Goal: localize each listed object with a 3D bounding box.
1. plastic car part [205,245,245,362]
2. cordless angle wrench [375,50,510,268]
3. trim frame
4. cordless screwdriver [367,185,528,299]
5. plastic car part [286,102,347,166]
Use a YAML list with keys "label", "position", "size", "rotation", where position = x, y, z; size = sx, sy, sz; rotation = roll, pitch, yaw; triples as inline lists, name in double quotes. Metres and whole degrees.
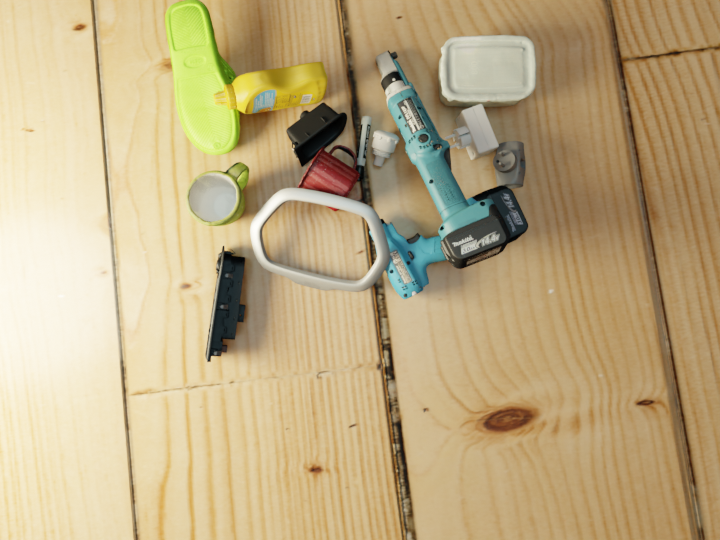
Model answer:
- label: "plastic car part"
  position: [-0.238, 0.056, 0.753]
  size: [0.066, 0.067, 0.203]
  rotation: [3, 86, -10]
- label: "cordless angle wrench"
  position: [0.111, -0.211, 0.719]
  size: [0.099, 0.071, 0.436]
  rotation: [-24, 70, 7]
- label: "trim frame"
  position: [-0.072, -0.047, 0.735]
  size: [0.250, 0.028, 0.181]
  rotation: [13, 112, 3]
- label: "cordless screwdriver"
  position: [0.145, -0.073, 0.744]
  size: [0.250, 0.073, 0.161]
  rotation: [-28, 84, 3]
- label: "plastic car part"
  position: [-0.088, -0.260, 0.775]
  size: [0.116, 0.064, 0.073]
  rotation: [-43, 74, -5]
